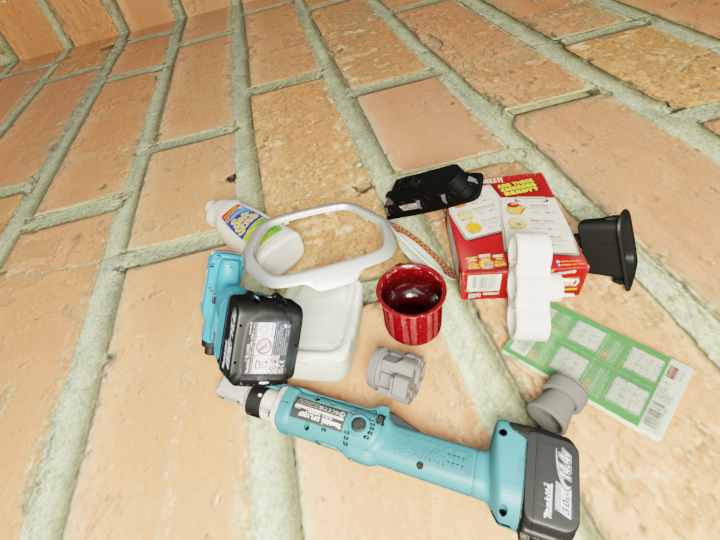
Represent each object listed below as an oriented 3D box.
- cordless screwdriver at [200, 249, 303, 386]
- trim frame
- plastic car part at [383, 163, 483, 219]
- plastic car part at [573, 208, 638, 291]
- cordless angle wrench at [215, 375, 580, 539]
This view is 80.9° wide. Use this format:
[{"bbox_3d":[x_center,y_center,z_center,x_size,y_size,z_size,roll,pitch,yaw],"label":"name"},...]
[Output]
[{"bbox_3d":[-0.162,0.074,0.544,0.071,0.158,0.261,8,9,-31],"label":"cordless screwdriver"},{"bbox_3d":[-0.066,-0.043,0.671,0.244,0.026,0.193,-15,44,-12],"label":"trim frame"},{"bbox_3d":[0.110,-0.136,0.704,0.213,0.064,0.066,2,53,51],"label":"plastic car part"},{"bbox_3d":[0.341,-0.036,0.596,0.074,0.112,0.065,-1,41,45],"label":"plastic car part"},{"bbox_3d":[0.004,0.189,0.492,0.440,0.071,0.098,8,50,23],"label":"cordless angle wrench"}]
